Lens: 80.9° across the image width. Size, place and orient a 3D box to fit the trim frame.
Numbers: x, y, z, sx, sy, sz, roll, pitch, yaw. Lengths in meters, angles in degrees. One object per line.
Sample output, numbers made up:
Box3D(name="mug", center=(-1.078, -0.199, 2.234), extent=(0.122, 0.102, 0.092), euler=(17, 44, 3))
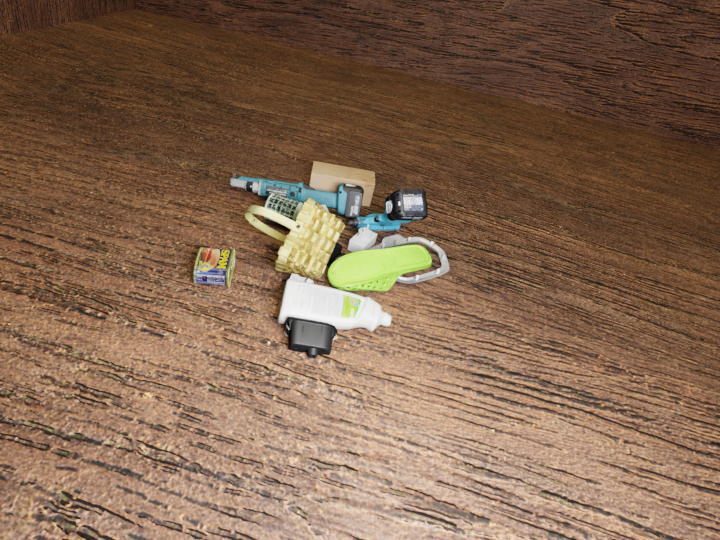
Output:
Box3D(name="trim frame", center=(0.138, -0.038, 1.193), extent=(0.241, 0.027, 0.194), euler=(-16, 45, -26))

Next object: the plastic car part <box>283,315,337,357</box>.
Box3D(name="plastic car part", center=(-0.106, 0.148, 0.895), extent=(0.116, 0.065, 0.072), euler=(12, 54, -5))

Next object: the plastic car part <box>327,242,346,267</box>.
Box3D(name="plastic car part", center=(-0.113, -0.074, 1.155), extent=(0.213, 0.065, 0.065), euler=(32, 50, 27))

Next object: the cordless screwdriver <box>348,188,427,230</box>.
Box3D(name="cordless screwdriver", center=(0.072, -0.157, 1.182), extent=(0.155, 0.252, 0.075), euler=(-2, 84, -17))

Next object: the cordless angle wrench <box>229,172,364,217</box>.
Box3D(name="cordless angle wrench", center=(-0.205, -0.245, 1.320), extent=(0.428, 0.096, 0.074), euler=(10, 19, 6))
